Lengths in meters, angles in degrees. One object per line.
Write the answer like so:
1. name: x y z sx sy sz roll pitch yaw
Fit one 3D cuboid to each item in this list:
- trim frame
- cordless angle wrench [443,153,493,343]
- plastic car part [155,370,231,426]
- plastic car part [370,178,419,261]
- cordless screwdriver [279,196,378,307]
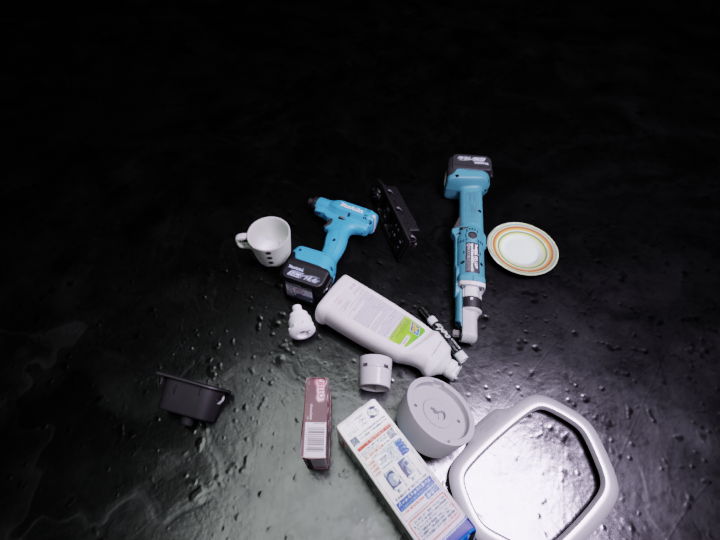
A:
1. trim frame: 0.246 0.291 0.608 0.245 0.026 0.193 -34 60 -17
2. cordless angle wrench: 0.214 -0.056 0.837 0.099 0.072 0.431 5 57 6
3. plastic car part: -0.279 0.213 0.689 0.119 0.064 0.071 15 71 10
4. plastic car part: 0.075 -0.118 0.895 0.065 0.065 0.212 -11 54 -18
5. cordless screwdriver: -0.084 -0.055 0.856 0.165 0.072 0.248 20 54 17
